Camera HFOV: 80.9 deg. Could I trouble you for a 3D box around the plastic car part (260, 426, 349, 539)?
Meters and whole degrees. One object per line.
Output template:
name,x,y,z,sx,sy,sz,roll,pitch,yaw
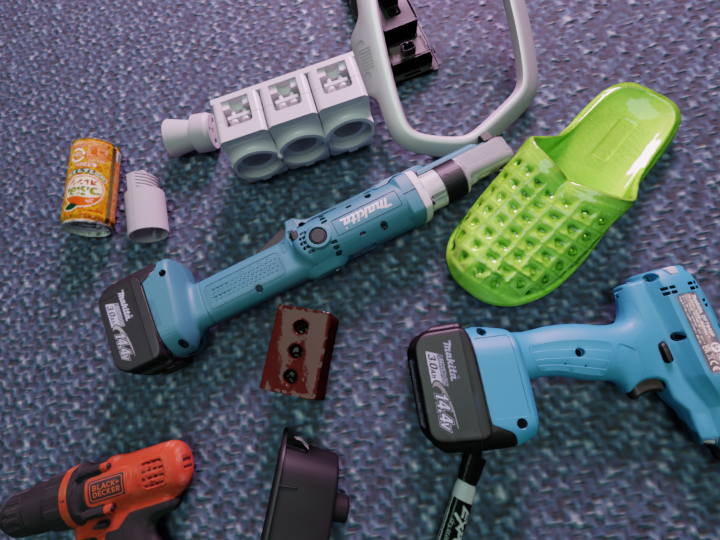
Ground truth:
plastic car part,-0.047,0.204,0.360,0.071,0.066,0.118,15,73,-4

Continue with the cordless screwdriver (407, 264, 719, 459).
cordless screwdriver,0.172,0.098,0.342,0.249,0.072,0.163,-13,72,2

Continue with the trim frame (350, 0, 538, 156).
trim frame,0.085,-0.242,0.445,0.184,0.027,0.247,-14,93,2

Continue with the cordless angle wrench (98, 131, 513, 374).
cordless angle wrench,-0.041,-0.027,0.419,0.423,0.072,0.101,-26,73,-1

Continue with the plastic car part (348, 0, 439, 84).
plastic car part,0.023,-0.318,0.499,0.067,0.064,0.209,-23,69,8
